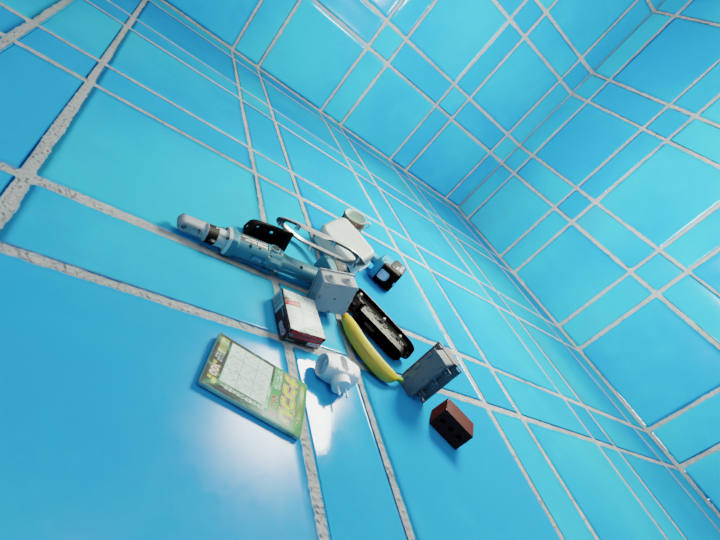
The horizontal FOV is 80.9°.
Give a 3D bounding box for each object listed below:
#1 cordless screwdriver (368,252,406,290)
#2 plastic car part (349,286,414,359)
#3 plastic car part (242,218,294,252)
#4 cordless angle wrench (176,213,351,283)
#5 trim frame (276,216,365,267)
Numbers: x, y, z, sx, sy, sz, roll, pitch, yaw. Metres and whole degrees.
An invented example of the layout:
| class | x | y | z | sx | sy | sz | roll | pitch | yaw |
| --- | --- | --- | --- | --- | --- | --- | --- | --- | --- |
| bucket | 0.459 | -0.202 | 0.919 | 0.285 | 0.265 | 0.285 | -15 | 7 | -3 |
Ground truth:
| class | x | y | z | sx | sy | sz | roll | pitch | yaw |
| --- | --- | --- | --- | --- | --- | --- | --- | --- | --- |
| cordless screwdriver | 0.015 | -0.046 | 1.296 | 0.256 | 0.074 | 0.154 | 42 | 22 | 13 |
| plastic car part | 0.044 | 0.137 | 1.012 | 0.206 | 0.067 | 0.066 | 44 | 32 | 6 |
| plastic car part | -0.231 | -0.092 | 1.013 | 0.111 | 0.066 | 0.075 | 22 | 14 | -32 |
| cordless angle wrench | -0.199 | -0.030 | 0.929 | 0.402 | 0.075 | 0.102 | 23 | 29 | -32 |
| trim frame | -0.102 | -0.066 | 1.038 | 0.255 | 0.027 | 0.179 | 28 | -13 | 12 |
